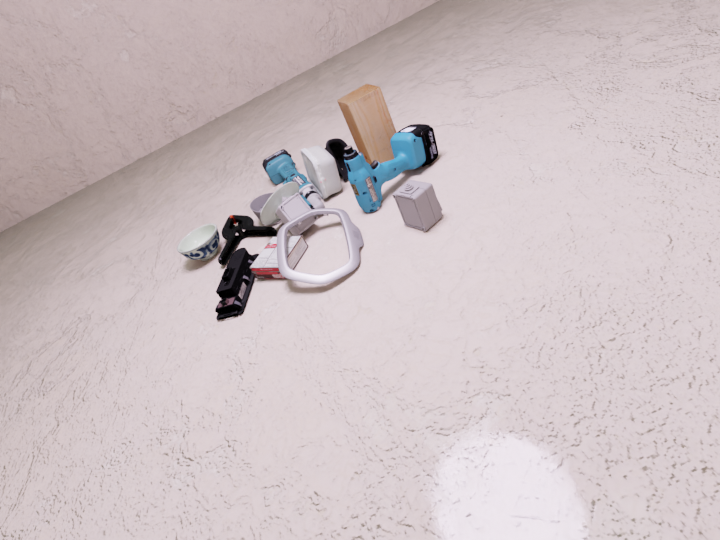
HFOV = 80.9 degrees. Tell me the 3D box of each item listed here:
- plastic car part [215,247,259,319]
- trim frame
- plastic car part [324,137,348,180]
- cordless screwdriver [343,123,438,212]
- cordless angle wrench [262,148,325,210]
[{"bbox_3d":[-0.279,0.017,0.943,0.068,0.064,0.207,-23,31,19],"label":"plastic car part"},{"bbox_3d":[-0.088,-0.057,0.897,0.185,0.026,0.259,-15,41,1],"label":"trim frame"},{"bbox_3d":[-0.060,-0.309,1.175,0.065,0.115,0.073,-37,9,-19],"label":"plastic car part"},{"bbox_3d":[0.067,-0.265,0.980,0.246,0.152,0.078,-41,35,-23],"label":"cordless screwdriver"},{"bbox_3d":[-0.186,-0.252,1.219,0.097,0.071,0.445,-32,36,-7],"label":"cordless angle wrench"}]
